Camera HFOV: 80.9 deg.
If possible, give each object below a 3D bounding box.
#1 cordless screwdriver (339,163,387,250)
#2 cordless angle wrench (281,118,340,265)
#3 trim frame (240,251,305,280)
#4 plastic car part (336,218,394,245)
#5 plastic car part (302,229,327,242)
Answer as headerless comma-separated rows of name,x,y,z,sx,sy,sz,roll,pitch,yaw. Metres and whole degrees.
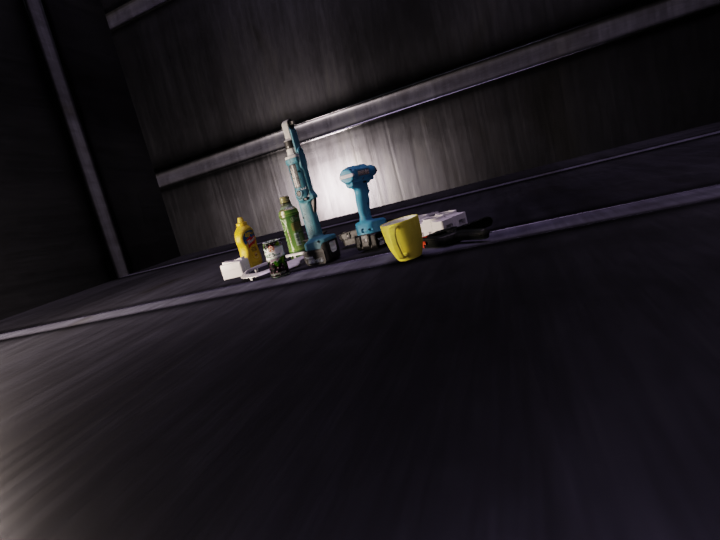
cordless screwdriver,0.026,-0.190,1.243,0.077,0.246,0.154,-10,9,38
cordless angle wrench,-0.161,-0.227,1.230,0.102,0.419,0.072,-10,8,37
trim frame,-0.268,-0.016,1.350,0.241,0.027,0.192,-23,14,-35
plastic car part,0.015,-0.118,1.370,0.211,0.066,0.064,-8,11,32
plastic car part,-0.141,-0.092,1.441,0.068,0.070,0.115,-12,10,19
